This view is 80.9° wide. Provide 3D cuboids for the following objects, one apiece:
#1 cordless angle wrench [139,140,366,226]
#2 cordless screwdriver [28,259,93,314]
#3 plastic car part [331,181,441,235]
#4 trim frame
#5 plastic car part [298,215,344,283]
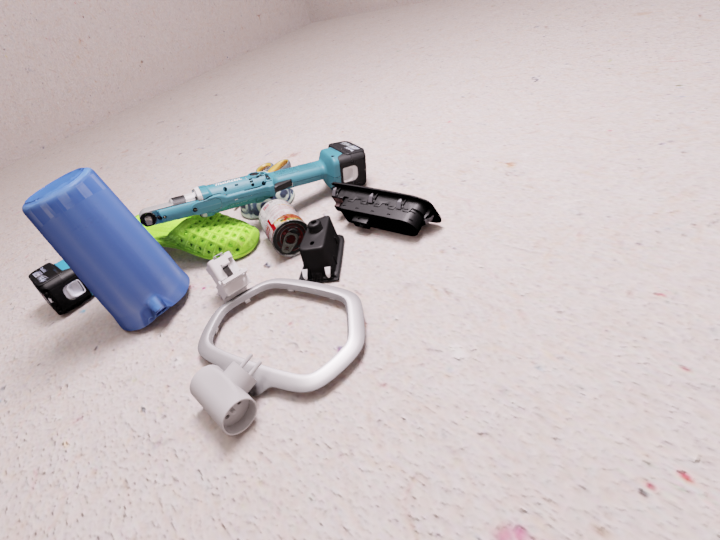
[{"bbox_3d":[-0.191,-0.154,0.784,0.414,0.072,0.103,-19,35,-19],"label":"cordless angle wrench"},{"bbox_3d":[-0.493,-0.018,0.828,0.168,0.071,0.246,12,43,35],"label":"cordless screwdriver"},{"bbox_3d":[0.029,-0.099,0.694,0.214,0.063,0.067,14,57,37],"label":"plastic car part"},{"bbox_3d":[-0.108,0.079,0.562,0.260,0.026,0.183,8,44,30],"label":"trim frame"},{"bbox_3d":[-0.064,-0.042,0.658,0.067,0.068,0.119,-7,41,14],"label":"plastic car part"}]
